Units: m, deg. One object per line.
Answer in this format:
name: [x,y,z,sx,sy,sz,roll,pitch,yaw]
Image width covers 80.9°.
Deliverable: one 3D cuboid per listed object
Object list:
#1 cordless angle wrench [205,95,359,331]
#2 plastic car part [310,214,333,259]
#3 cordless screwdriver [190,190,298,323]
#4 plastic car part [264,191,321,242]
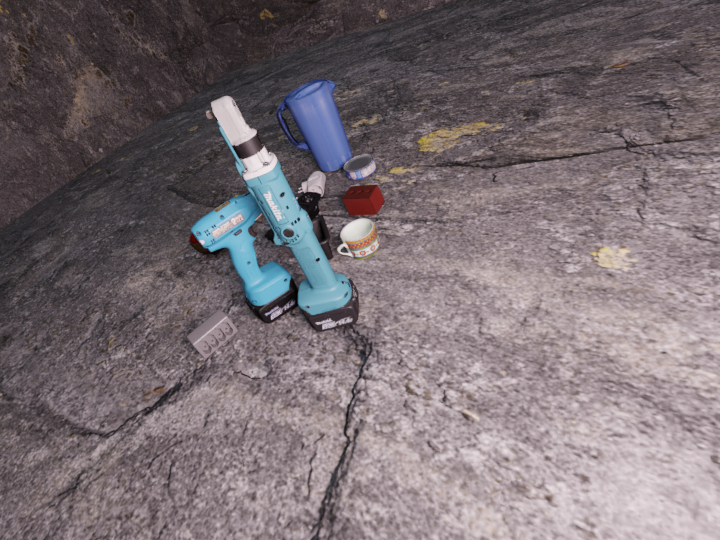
cordless angle wrench: [-0.111,-0.072,0.660,0.100,0.404,0.076,-16,35,13]
plastic car part: [-0.089,-0.058,0.913,0.066,0.068,0.122,-26,36,0]
cordless screwdriver: [-0.188,-0.030,0.796,0.157,0.237,0.079,-37,36,-16]
plastic car part: [-0.149,-0.123,1.031,0.069,0.064,0.204,-1,43,30]
